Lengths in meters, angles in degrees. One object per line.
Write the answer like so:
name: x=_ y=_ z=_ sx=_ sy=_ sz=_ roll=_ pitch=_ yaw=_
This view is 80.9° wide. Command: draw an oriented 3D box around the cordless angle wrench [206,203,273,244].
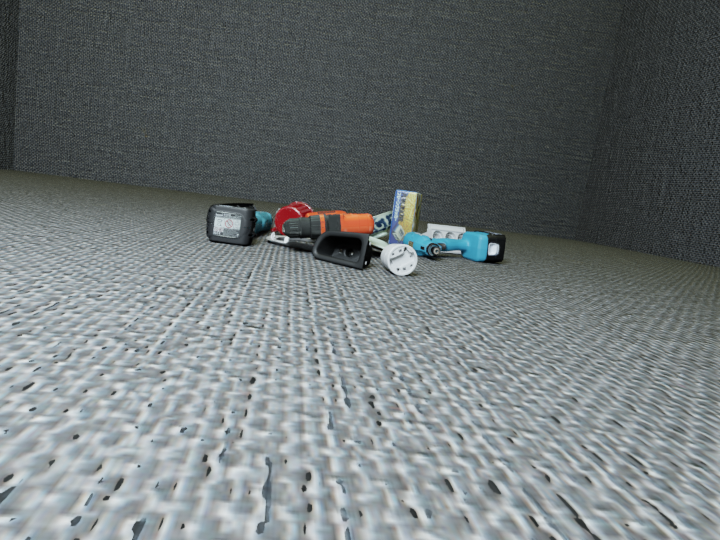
cordless angle wrench: x=-0.266 y=-0.120 z=1.048 sx=0.098 sy=0.074 sz=0.424 roll=8 pitch=8 yaw=-2

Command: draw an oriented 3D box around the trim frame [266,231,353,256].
trim frame: x=-0.093 y=-0.061 z=0.955 sx=0.258 sy=0.027 sz=0.179 roll=13 pitch=12 yaw=21

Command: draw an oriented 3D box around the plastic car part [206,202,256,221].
plastic car part: x=-0.351 y=-0.148 z=1.183 sx=0.069 sy=0.066 sz=0.196 roll=38 pitch=18 yaw=16

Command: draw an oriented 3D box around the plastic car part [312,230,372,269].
plastic car part: x=-0.025 y=-0.037 z=0.800 sx=0.123 sy=0.066 sz=0.067 roll=10 pitch=-7 yaw=36

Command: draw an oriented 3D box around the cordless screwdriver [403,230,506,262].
cordless screwdriver: x=0.249 y=-0.060 z=1.070 sx=0.244 sy=0.073 sz=0.164 roll=1 pitch=11 yaw=-13
